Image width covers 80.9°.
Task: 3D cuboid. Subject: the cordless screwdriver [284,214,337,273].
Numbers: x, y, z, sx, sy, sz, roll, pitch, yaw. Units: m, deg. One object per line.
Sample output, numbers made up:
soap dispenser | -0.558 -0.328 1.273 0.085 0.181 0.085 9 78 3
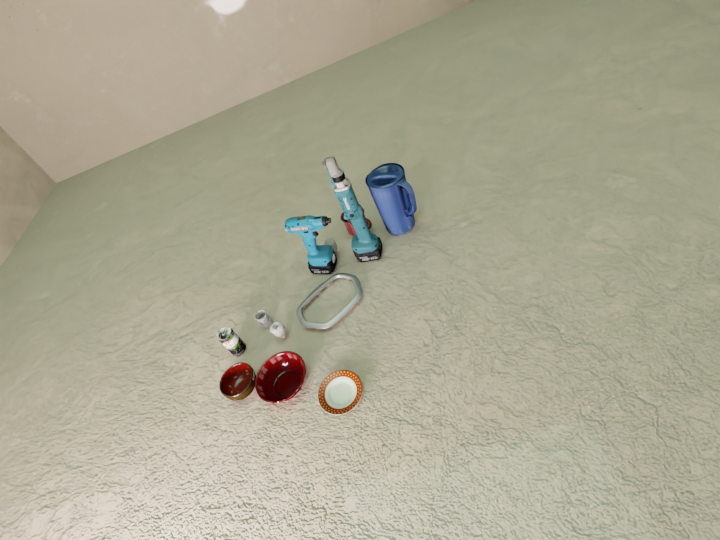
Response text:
cordless screwdriver | -0.142 -0.093 1.449 0.165 0.236 0.075 -3 47 23

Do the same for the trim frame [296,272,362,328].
trim frame | -0.102 0.099 1.402 0.246 0.026 0.195 -45 46 -17

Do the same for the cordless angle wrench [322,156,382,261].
cordless angle wrench | -0.027 -0.194 1.366 0.101 0.402 0.076 -8 45 18
